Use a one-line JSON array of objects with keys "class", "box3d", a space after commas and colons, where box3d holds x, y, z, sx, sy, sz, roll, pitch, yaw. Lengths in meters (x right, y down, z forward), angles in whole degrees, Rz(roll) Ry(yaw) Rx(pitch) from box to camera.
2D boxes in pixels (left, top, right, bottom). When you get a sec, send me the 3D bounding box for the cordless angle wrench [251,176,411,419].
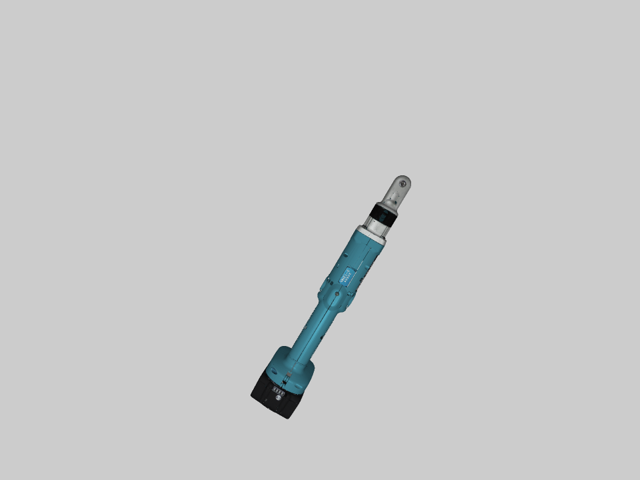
[{"class": "cordless angle wrench", "box3d": [0.027, 0.084, 0.679, 0.074, 0.423, 0.098, 31, 7, 4]}]
